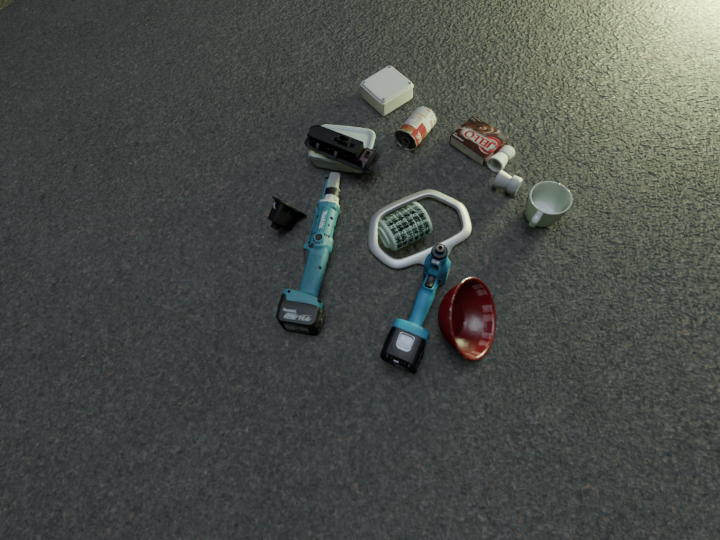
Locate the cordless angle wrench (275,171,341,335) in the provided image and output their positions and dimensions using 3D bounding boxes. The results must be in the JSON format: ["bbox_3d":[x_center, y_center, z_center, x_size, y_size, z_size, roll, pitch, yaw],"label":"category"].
[{"bbox_3d":[-0.097,-0.064,0.997,0.100,0.071,0.430,6,62,10],"label":"cordless angle wrench"}]

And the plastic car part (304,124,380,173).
[{"bbox_3d":[-0.056,-0.310,1.052,0.212,0.064,0.066,26,77,23],"label":"plastic car part"}]

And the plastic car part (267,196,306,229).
[{"bbox_3d":[-0.191,-0.132,1.030,0.068,0.112,0.071,27,94,17],"label":"plastic car part"}]

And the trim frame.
[{"bbox_3d":[0.135,-0.098,0.996,0.247,0.026,0.192,-25,61,-5],"label":"trim frame"}]

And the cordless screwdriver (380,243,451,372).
[{"bbox_3d":[0.119,0.071,0.841,0.077,0.153,0.250,20,70,14],"label":"cordless screwdriver"}]
